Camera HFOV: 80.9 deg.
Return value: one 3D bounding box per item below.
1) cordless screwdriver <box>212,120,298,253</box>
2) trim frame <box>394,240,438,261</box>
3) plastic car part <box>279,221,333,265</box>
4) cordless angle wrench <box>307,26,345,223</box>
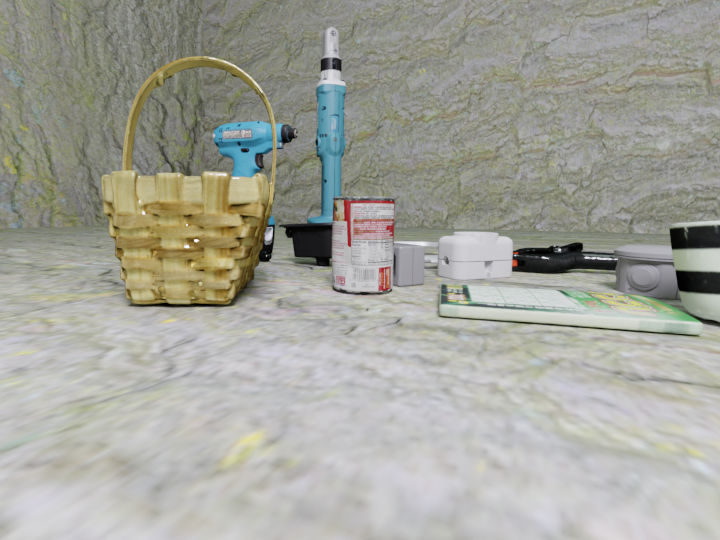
[{"bbox_3d":[-0.191,-0.148,0.778,0.164,0.247,0.072,3,5,19],"label":"cordless screwdriver"},{"bbox_3d":[0.095,-0.031,0.752,0.191,0.027,0.241,4,8,22],"label":"trim frame"},{"bbox_3d":[-0.066,-0.043,0.672,0.122,0.070,0.063,6,8,38],"label":"plastic car part"},{"bbox_3d":[-0.057,-0.236,0.795,0.072,0.421,0.101,-1,5,-20],"label":"cordless angle wrench"}]
